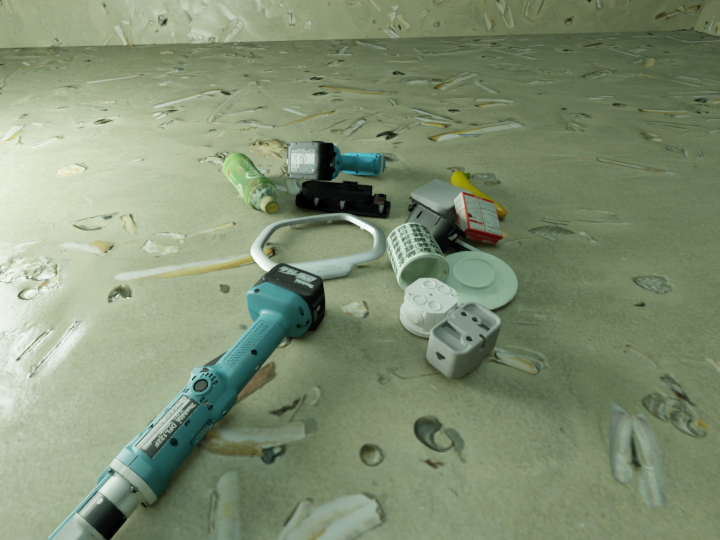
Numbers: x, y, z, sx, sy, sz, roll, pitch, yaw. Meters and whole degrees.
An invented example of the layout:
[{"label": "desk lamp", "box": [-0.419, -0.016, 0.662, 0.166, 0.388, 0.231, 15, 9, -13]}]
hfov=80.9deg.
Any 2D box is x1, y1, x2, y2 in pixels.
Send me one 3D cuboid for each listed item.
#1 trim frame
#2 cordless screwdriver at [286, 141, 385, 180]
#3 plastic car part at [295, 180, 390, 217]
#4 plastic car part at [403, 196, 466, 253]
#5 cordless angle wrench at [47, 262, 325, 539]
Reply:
[{"label": "trim frame", "box": [-0.075, -0.049, 0.771, 0.244, 0.027, 0.193, -9, 38, -12]}, {"label": "cordless screwdriver", "box": [-0.070, -0.236, 0.923, 0.167, 0.073, 0.240, 11, 16, 31]}, {"label": "plastic car part", "box": [-0.041, -0.153, 0.877, 0.207, 0.064, 0.067, 4, 45, 11]}, {"label": "plastic car part", "box": [0.121, -0.071, 0.761, 0.071, 0.062, 0.123, -50, 45, 6]}, {"label": "cordless angle wrench", "box": [-0.180, 0.147, 0.492, 0.102, 0.072, 0.420, 17, 44, 21]}]
